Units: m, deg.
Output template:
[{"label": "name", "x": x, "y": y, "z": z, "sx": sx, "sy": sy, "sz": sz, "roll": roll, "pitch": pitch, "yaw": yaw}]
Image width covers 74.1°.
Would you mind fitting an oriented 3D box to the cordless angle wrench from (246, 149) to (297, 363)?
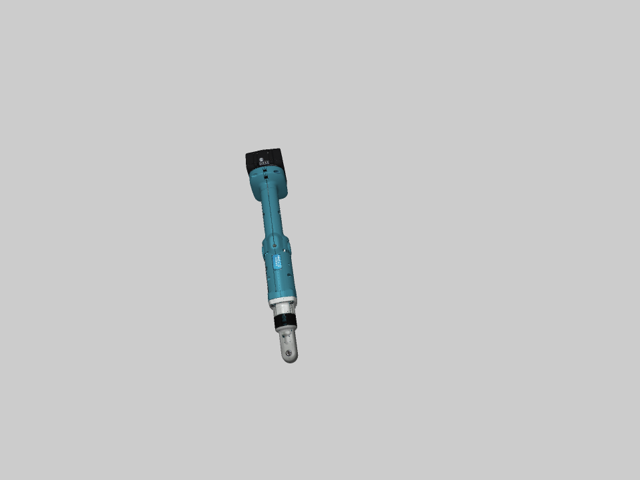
[{"label": "cordless angle wrench", "x": -0.084, "y": 0.020, "z": 0.813, "sx": 0.074, "sy": 0.421, "sz": 0.098, "roll": -9, "pitch": -24, "yaw": -1}]
